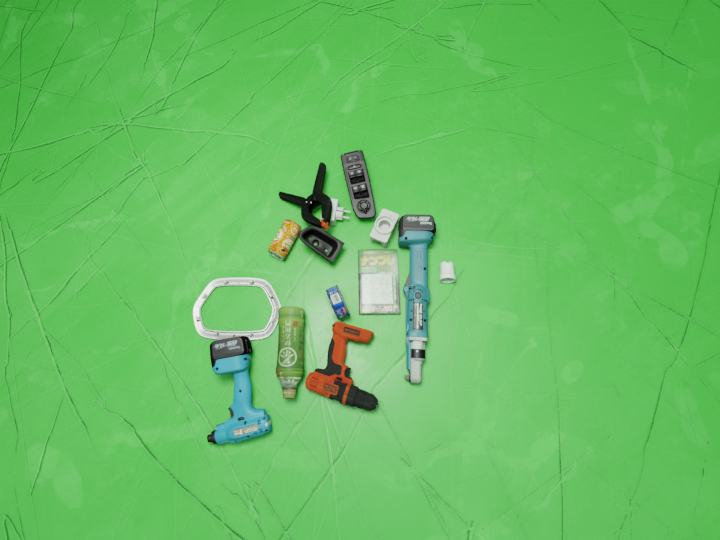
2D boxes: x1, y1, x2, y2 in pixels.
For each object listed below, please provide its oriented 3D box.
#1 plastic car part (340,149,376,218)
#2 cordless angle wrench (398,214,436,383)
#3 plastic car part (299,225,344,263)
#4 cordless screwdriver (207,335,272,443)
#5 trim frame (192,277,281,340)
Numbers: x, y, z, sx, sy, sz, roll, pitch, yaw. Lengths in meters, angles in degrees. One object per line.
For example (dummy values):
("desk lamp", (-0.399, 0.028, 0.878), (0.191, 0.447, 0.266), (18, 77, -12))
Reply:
("plastic car part", (-0.006, -0.235, 1.199), (0.066, 0.066, 0.207), (-11, 74, -6))
("cordless angle wrench", (0.143, 0.067, 1.077), (0.099, 0.072, 0.429), (1, 74, 6))
("plastic car part", (-0.113, -0.074, 1.157), (0.117, 0.071, 0.066), (33, 77, -1))
("cordless screwdriver", (-0.324, 0.296, 1.052), (0.160, 0.073, 0.253), (-16, 78, 1))
("trim frame", (-0.339, 0.108, 1.150), (0.251, 0.027, 0.187), (0, 72, 6))
